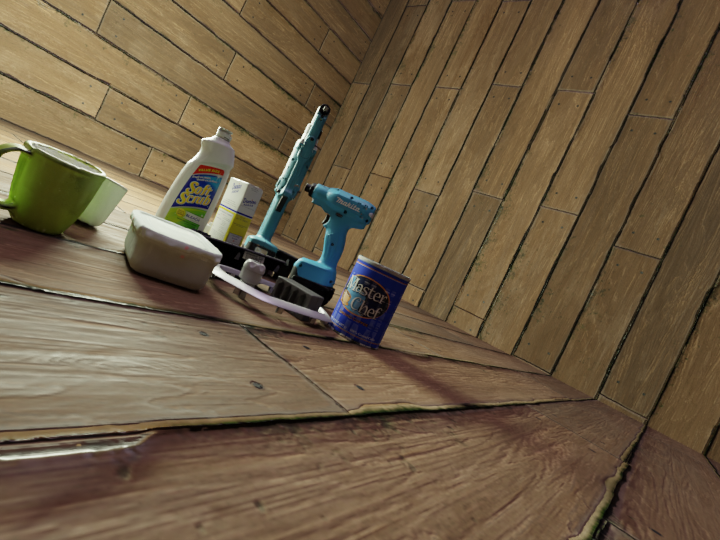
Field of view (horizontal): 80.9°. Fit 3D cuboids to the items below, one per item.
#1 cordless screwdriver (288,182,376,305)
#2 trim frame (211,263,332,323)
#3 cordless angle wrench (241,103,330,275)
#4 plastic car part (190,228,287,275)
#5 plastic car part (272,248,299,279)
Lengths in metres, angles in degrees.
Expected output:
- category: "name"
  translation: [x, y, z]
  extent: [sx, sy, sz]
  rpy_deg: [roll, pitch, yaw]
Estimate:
- category: "cordless screwdriver"
  translation: [-0.088, -0.058, 0.904]
  extent: [0.162, 0.248, 0.073]
  rpy_deg: [25, 1, 9]
- category: "trim frame"
  translation: [-0.152, 0.041, 0.727]
  extent: [0.195, 0.027, 0.234]
  rpy_deg: [27, 3, 44]
- category: "cordless angle wrench"
  translation: [-0.171, -0.196, 0.998]
  extent: [0.072, 0.422, 0.101]
  rpy_deg: [25, 1, -19]
- category: "plastic car part"
  translation: [-0.246, -0.027, 0.802]
  extent: [0.195, 0.067, 0.069]
  rpy_deg: [24, 2, -24]
- category: "plastic car part"
  translation: [-0.191, -0.013, 1.026]
  extent: [0.064, 0.071, 0.121]
  rpy_deg: [25, 2, -21]
